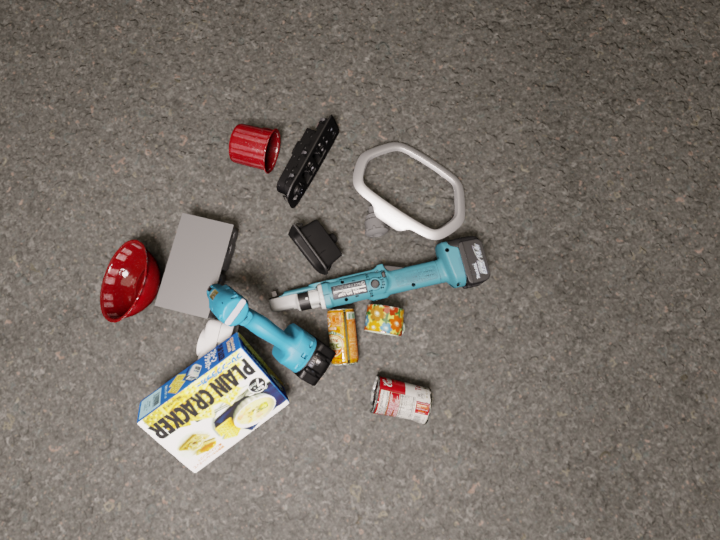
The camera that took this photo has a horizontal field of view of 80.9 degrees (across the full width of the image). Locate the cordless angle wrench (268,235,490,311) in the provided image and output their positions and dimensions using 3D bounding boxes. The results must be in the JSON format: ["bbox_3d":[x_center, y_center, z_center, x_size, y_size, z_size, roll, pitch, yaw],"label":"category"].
[{"bbox_3d":[0.028,0.025,0.830,0.424,0.073,0.099,-13,82,1],"label":"cordless angle wrench"}]

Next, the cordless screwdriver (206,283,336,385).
[{"bbox_3d":[-0.172,0.105,0.772,0.237,0.167,0.074,40,79,-28],"label":"cordless screwdriver"}]

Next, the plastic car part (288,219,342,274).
[{"bbox_3d":[-0.083,-0.055,0.853,0.070,0.066,0.117,-39,87,-20],"label":"plastic car part"}]

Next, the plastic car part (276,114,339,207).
[{"bbox_3d":[-0.116,-0.229,0.877,0.069,0.064,0.203,22,82,11],"label":"plastic car part"}]

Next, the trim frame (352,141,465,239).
[{"bbox_3d":[0.101,-0.165,0.861,0.251,0.027,0.184,34,68,4],"label":"trim frame"}]
